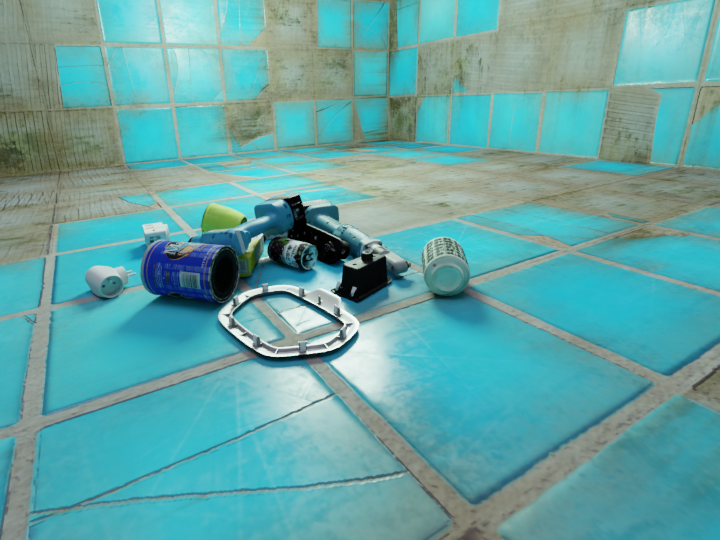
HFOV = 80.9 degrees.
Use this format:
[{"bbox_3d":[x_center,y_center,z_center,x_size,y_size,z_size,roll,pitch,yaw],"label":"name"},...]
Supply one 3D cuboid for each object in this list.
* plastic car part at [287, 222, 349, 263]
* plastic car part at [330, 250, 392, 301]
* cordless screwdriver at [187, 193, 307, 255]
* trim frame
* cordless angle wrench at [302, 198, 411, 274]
[{"bbox_3d":[-0.094,-0.061,0.960,0.063,0.066,0.214,16,6,-39],"label":"plastic car part"},{"bbox_3d":[0.007,0.001,0.774,0.070,0.069,0.113,18,32,38],"label":"plastic car part"},{"bbox_3d":[-0.239,-0.094,0.907,0.167,0.072,0.243,0,24,35],"label":"cordless screwdriver"},{"bbox_3d":[-0.118,0.070,0.677,0.178,0.027,0.263,-19,26,-37],"label":"trim frame"},{"bbox_3d":[-0.028,-0.080,0.982,0.095,0.072,0.446,-13,27,-26],"label":"cordless angle wrench"}]
